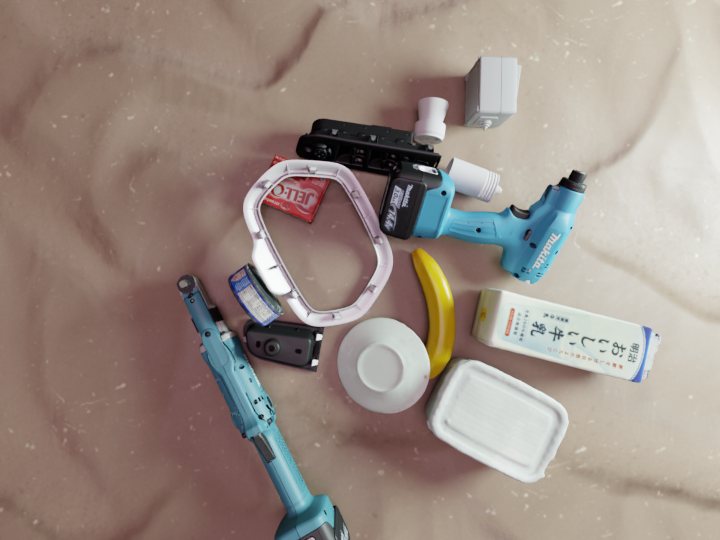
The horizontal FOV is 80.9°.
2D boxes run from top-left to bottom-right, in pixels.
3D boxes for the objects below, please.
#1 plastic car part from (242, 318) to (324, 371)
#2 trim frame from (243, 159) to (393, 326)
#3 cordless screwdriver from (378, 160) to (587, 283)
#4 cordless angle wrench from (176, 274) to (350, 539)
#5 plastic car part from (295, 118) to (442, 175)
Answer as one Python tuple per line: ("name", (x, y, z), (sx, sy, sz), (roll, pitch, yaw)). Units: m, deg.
("plastic car part", (-0.111, 0.104, 0.585), (0.116, 0.071, 0.066), (10, 86, -3))
("trim frame", (-0.058, -0.038, 0.594), (0.183, 0.028, 0.244), (-27, 100, -4))
("cordless screwdriver", (0.157, -0.088, 0.566), (0.249, 0.075, 0.157), (18, 116, 0))
("cordless angle wrench", (-0.147, 0.194, 0.575), (0.074, 0.097, 0.429), (-29, 82, -3))
("plastic car part", (0.009, -0.180, 0.608), (0.203, 0.065, 0.068), (6, 75, 0))
